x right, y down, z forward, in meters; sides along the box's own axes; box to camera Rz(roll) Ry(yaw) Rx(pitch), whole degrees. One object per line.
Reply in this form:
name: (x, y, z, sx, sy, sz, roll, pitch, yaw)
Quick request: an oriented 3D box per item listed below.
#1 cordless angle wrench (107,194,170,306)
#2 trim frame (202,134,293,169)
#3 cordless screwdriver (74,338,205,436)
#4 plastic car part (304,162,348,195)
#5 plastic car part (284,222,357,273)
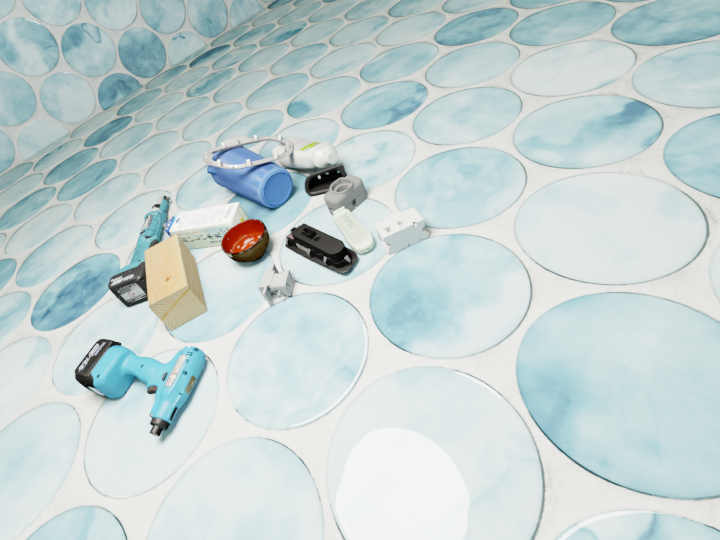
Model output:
cordless angle wrench: (-0.580, -0.085, 1.159, 0.099, 0.071, 0.441, -21, 41, 5)
trim frame: (-0.293, -0.316, 1.108, 0.242, 0.026, 0.195, -24, 42, -24)
cordless screwdriver: (-0.425, 0.213, 0.794, 0.257, 0.071, 0.161, 0, 49, 21)
plastic car part: (-0.084, -0.238, 1.078, 0.120, 0.063, 0.072, -11, 29, 20)
plastic car part: (-0.088, -0.058, 0.902, 0.065, 0.064, 0.215, -39, 46, -25)
